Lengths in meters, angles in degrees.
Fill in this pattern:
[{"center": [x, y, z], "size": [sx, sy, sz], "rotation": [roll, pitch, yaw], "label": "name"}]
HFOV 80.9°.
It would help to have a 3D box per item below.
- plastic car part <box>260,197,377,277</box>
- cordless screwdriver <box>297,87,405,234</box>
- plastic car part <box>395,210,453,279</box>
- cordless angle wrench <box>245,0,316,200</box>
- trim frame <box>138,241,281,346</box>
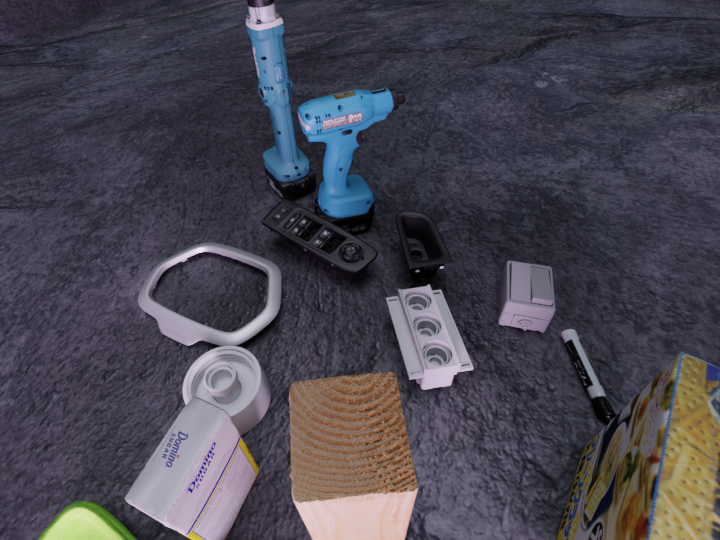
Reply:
[{"center": [-0.068, -0.045, 0.698], "size": [0.213, 0.064, 0.065], "rotation": [27, 55, 27], "label": "plastic car part"}, {"center": [-0.009, -0.172, 0.689], "size": [0.157, 0.240, 0.078], "rotation": [-15, 49, -10], "label": "cordless screwdriver"}, {"center": [0.092, -0.033, 0.667], "size": [0.066, 0.068, 0.121], "rotation": [-9, 48, -4], "label": "plastic car part"}, {"center": [-0.144, -0.308, 0.714], "size": [0.073, 0.408, 0.103], "rotation": [-27, 52, -21], "label": "cordless angle wrench"}, {"center": [-0.238, 0.032, 0.673], "size": [0.258, 0.026, 0.184], "rotation": [17, 52, 21], "label": "trim frame"}]
